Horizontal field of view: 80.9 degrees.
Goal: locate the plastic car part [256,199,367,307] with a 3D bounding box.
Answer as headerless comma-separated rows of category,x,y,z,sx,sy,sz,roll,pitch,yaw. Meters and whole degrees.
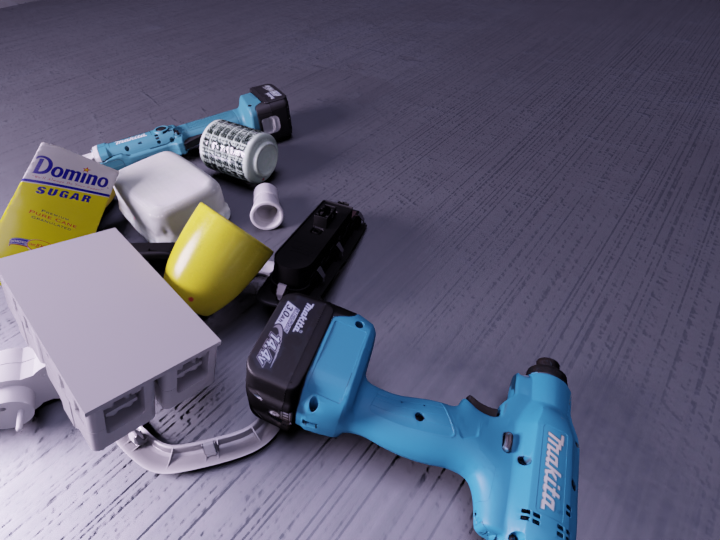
plastic car part,-0.047,-0.031,0.480,0.067,0.066,0.203,21,42,7

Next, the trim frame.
trim frame,-0.138,0.072,0.421,0.189,0.026,0.251,8,47,14

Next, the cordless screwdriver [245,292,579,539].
cordless screwdriver,0.042,0.094,0.340,0.256,0.072,0.159,22,48,13

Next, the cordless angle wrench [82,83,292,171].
cordless angle wrench,-0.323,-0.213,0.708,0.416,0.071,0.103,-24,47,-16

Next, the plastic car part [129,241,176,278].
plastic car part,-0.263,-0.008,0.498,0.115,0.064,0.074,-6,29,-8
